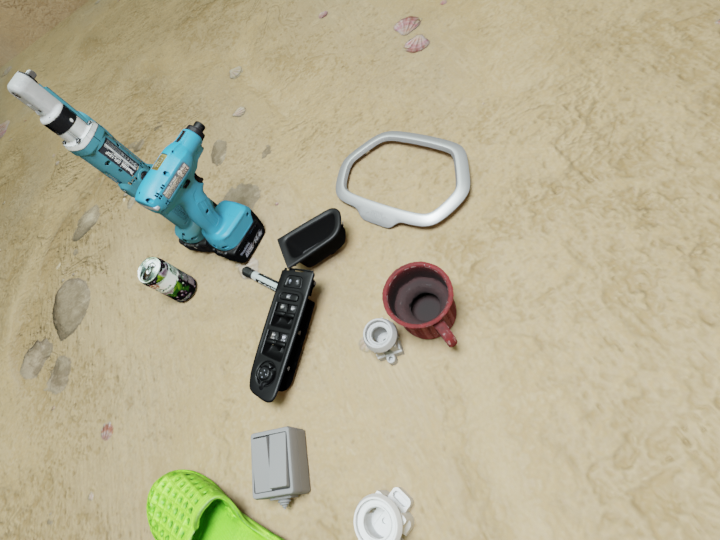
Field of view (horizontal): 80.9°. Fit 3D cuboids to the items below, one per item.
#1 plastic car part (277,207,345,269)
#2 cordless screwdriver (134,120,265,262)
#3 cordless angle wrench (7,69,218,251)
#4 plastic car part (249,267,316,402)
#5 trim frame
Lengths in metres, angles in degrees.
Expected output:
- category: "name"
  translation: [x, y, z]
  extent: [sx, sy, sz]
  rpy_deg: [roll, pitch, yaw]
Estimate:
- category: "plastic car part"
  translation: [-0.069, -0.045, 0.709]
  extent: [0.117, 0.067, 0.069]
  rpy_deg: [-30, 57, 8]
- category: "cordless screwdriver"
  translation: [-0.256, -0.125, 0.734]
  extent: [0.078, 0.236, 0.160]
  rpy_deg: [17, 73, 28]
- category: "cordless angle wrench"
  translation: [-0.376, -0.158, 0.706]
  extent: [0.077, 0.401, 0.099]
  rpy_deg: [6, 68, 24]
- category: "plastic car part"
  translation: [-0.116, 0.100, 0.658]
  extent: [0.069, 0.063, 0.205]
  rpy_deg: [7, 68, 26]
- category: "trim frame"
  translation: [0.067, -0.160, 0.730]
  extent: [0.262, 0.026, 0.184]
  rpy_deg: [23, 76, 32]
